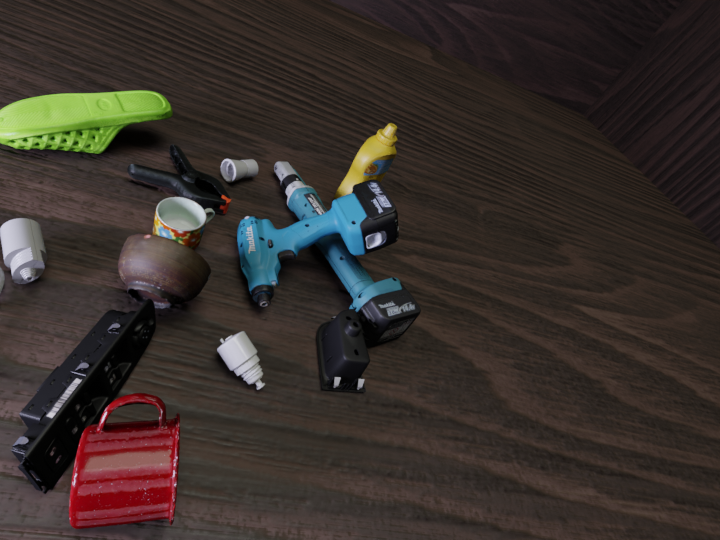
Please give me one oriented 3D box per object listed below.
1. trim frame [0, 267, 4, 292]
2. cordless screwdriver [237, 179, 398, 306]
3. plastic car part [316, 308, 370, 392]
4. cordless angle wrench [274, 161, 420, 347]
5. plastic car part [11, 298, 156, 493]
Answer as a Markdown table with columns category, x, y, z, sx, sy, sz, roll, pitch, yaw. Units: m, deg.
| category | x | y | z | sx | sy | sz | roll | pitch | yaw |
| --- | --- | --- | --- | --- | --- | --- | --- | --- | --- |
| trim frame | -0.487 | 0.044 | 0.420 | 0.178 | 0.027 | 0.257 | 14 | 43 | -19 |
| cordless screwdriver | -0.063 | -0.041 | 0.648 | 0.248 | 0.071 | 0.166 | -17 | 52 | -1 |
| plastic car part | -0.020 | 0.102 | 0.594 | 0.063 | 0.071 | 0.121 | 11 | 46 | -25 |
| cordless angle wrench | -0.058 | -0.064 | 0.754 | 0.094 | 0.074 | 0.444 | -8 | 50 | -38 |
| plastic car part | -0.284 | 0.112 | 0.444 | 0.069 | 0.064 | 0.205 | 7 | 40 | 11 |
